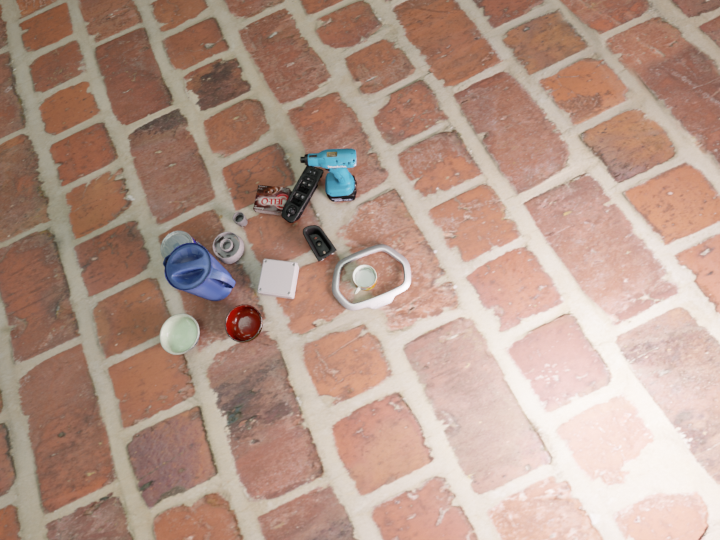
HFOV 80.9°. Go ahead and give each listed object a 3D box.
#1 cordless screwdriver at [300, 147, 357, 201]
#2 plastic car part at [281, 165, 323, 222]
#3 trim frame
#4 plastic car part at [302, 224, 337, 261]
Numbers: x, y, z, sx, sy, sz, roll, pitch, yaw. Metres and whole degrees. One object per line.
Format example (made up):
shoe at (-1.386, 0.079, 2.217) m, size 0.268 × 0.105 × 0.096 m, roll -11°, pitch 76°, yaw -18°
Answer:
cordless screwdriver at (-0.088, -0.291, 1.287) m, size 0.161 × 0.242 × 0.075 m, roll 0°, pitch 75°, yaw 4°
plastic car part at (-0.191, -0.242, 1.377) m, size 0.068 × 0.065 × 0.203 m, roll 26°, pitch 77°, yaw 11°
trim frame at (0.031, 0.023, 1.285) m, size 0.248 × 0.027 × 0.189 m, roll -23°, pitch 71°, yaw 0°
plastic car part at (-0.129, -0.084, 1.317) m, size 0.066 × 0.069 × 0.120 m, roll -32°, pitch 73°, yaw -5°
